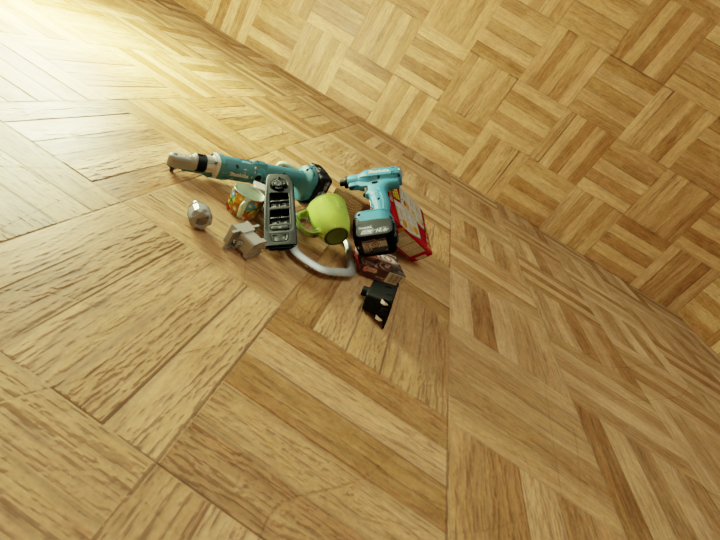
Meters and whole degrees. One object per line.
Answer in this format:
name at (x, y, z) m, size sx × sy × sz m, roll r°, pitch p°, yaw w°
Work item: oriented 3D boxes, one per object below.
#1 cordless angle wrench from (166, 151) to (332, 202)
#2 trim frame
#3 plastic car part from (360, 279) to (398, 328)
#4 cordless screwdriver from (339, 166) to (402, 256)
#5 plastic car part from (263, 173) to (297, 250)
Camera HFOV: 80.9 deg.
cordless angle wrench at (-0.259, -0.238, 1.033) m, size 0.402 × 0.098 × 0.078 m, roll 1°, pitch 43°, yaw -41°
trim frame at (-0.094, -0.062, 0.964) m, size 0.179 × 0.027 × 0.256 m, roll 24°, pitch 28°, yaw -18°
plastic car part at (0.035, 0.055, 0.865) m, size 0.072 × 0.065 × 0.116 m, roll 19°, pitch 22°, yaw 4°
cordless screwdriver at (0.017, -0.151, 1.011) m, size 0.163 × 0.071 × 0.255 m, roll -5°, pitch 51°, yaw 15°
plastic car part at (-0.168, -0.121, 0.898) m, size 0.067 × 0.064 × 0.209 m, roll -9°, pitch 60°, yaw 2°
